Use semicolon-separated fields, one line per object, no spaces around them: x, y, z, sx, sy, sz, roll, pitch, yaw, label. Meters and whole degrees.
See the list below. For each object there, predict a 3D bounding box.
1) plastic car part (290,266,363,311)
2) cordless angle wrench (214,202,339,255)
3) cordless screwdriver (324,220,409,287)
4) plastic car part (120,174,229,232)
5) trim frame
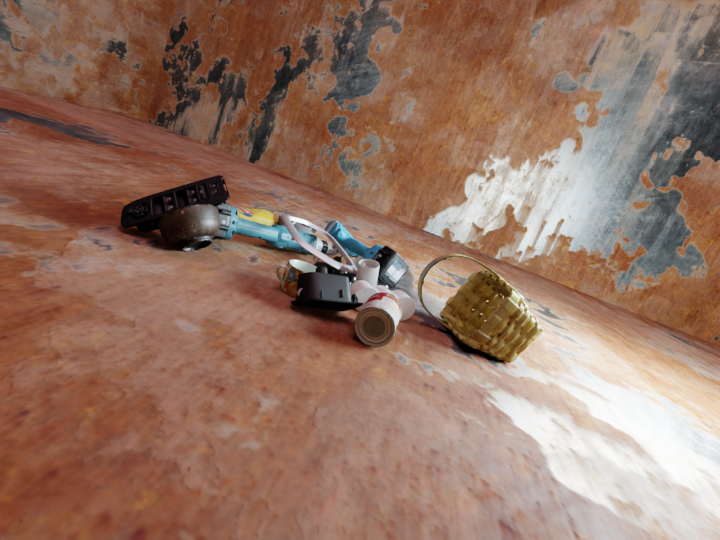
-0.062;0.030;0.742;0.111;0.072;0.068;14;-24;-30;plastic car part
-0.197;-0.082;1.016;0.103;0.074;0.400;6;-5;43;cordless angle wrench
0.019;-0.039;1.142;0.263;0.074;0.150;34;-8;42;cordless screwdriver
-0.354;-0.122;0.813;0.200;0.066;0.068;-17;68;-13;plastic car part
-0.094;-0.061;0.961;0.175;0.027;0.261;22;15;-32;trim frame
